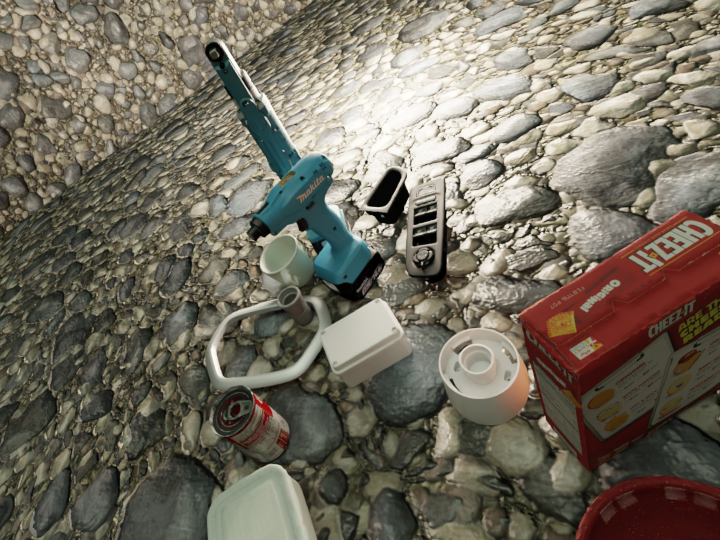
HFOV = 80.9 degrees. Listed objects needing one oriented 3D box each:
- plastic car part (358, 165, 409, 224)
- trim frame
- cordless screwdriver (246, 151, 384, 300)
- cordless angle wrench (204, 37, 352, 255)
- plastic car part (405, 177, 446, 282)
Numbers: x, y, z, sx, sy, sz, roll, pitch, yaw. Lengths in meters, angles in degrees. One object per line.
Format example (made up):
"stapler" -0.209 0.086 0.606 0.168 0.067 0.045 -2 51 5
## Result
"plastic car part" 0.059 -0.132 0.795 0.069 0.067 0.116 11 57 39
"trim frame" -0.163 0.118 0.729 0.255 0.026 0.189 -16 44 19
"cordless screwdriver" -0.065 -0.042 0.660 0.079 0.236 0.158 21 63 43
"cordless angle wrench" -0.126 -0.185 0.709 0.075 0.401 0.102 -24 41 9
"plastic car part" 0.113 -0.060 0.695 0.068 0.063 0.207 -10 46 24
